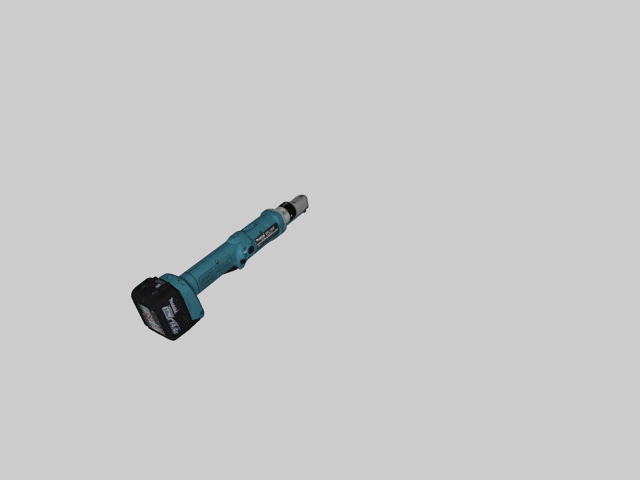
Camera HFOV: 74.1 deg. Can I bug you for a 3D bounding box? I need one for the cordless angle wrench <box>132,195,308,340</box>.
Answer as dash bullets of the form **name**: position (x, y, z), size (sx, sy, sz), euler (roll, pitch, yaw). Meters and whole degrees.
- **cordless angle wrench**: position (-0.152, 0.016, 0.809), size (0.074, 0.098, 0.421), euler (15, 40, 32)
